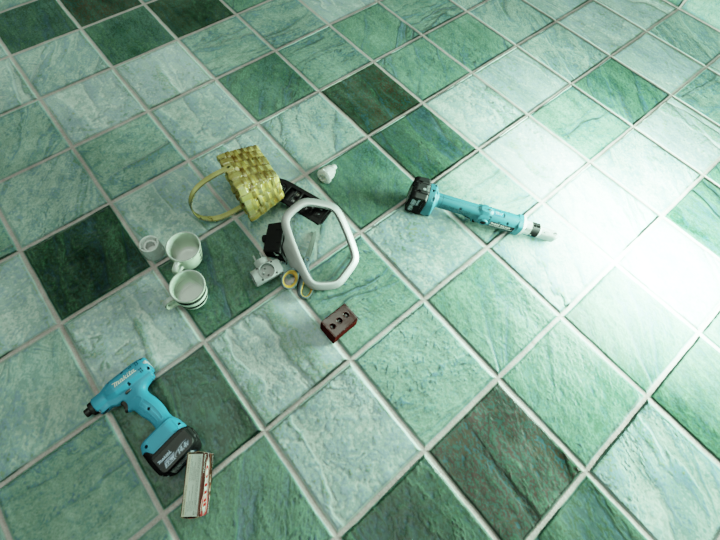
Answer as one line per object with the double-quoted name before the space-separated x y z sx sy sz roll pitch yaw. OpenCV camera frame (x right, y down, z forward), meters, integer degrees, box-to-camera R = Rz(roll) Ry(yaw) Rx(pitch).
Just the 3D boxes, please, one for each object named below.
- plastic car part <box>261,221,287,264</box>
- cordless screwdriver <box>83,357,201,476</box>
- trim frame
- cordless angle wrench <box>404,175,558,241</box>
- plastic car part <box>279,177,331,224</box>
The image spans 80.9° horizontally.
"plastic car part" -0.228 -0.080 1.128 0.072 0.063 0.120 -5 60 8
"cordless screwdriver" -0.464 0.325 0.898 0.157 0.072 0.259 -40 68 -20
"trim frame" -0.107 -0.070 1.094 0.181 0.028 0.248 -23 90 -14
"cordless angle wrench" 0.340 -0.155 1.175 0.425 0.096 0.075 17 67 2
"plastic car part" -0.169 -0.192 1.176 0.210 0.065 0.066 33 84 17
